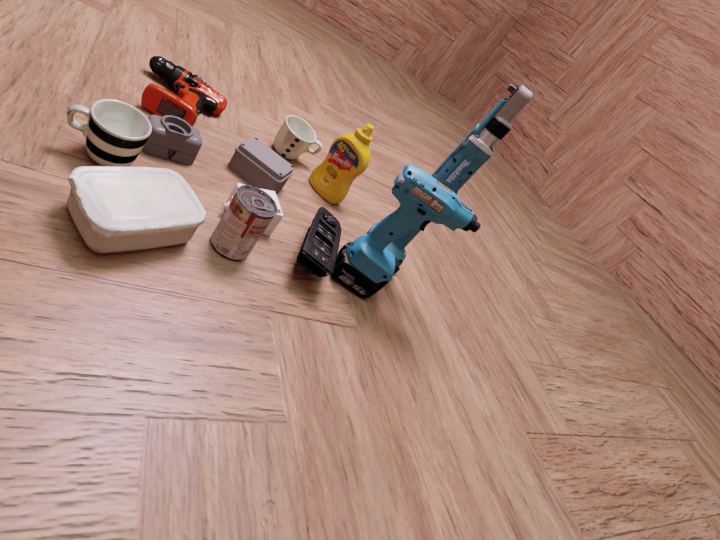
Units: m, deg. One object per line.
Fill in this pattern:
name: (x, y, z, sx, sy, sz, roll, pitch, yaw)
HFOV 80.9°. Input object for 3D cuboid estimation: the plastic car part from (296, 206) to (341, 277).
plastic car part: (-0.075, -0.049, 0.767, 0.065, 0.067, 0.206, 32, 32, -13)

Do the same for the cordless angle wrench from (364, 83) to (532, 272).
cordless angle wrench: (0.143, -0.148, 0.774, 0.098, 0.425, 0.074, 41, 31, -1)

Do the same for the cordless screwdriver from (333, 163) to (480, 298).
cordless screwdriver: (0.072, -0.049, 0.741, 0.156, 0.250, 0.075, 35, 32, -10)
